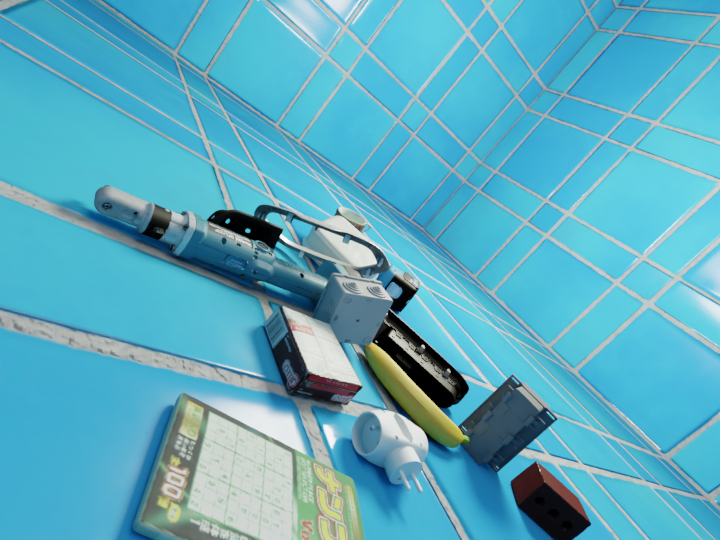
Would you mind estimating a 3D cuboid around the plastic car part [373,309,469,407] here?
[{"bbox_3d":[0.088,0.148,0.689,0.205,0.066,0.066,40,24,5],"label":"plastic car part"}]

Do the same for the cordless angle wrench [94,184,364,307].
[{"bbox_3d":[-0.150,-0.015,0.590,0.400,0.074,0.103,25,20,-37],"label":"cordless angle wrench"}]

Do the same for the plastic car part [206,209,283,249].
[{"bbox_3d":[-0.195,-0.067,0.676,0.110,0.066,0.075,24,5,-37],"label":"plastic car part"}]

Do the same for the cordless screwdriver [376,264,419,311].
[{"bbox_3d":[0.015,-0.008,0.984,0.255,0.074,0.155,37,14,11],"label":"cordless screwdriver"}]

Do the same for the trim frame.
[{"bbox_3d":[-0.070,-0.046,0.715,0.253,0.028,0.180,24,-21,8],"label":"trim frame"}]
